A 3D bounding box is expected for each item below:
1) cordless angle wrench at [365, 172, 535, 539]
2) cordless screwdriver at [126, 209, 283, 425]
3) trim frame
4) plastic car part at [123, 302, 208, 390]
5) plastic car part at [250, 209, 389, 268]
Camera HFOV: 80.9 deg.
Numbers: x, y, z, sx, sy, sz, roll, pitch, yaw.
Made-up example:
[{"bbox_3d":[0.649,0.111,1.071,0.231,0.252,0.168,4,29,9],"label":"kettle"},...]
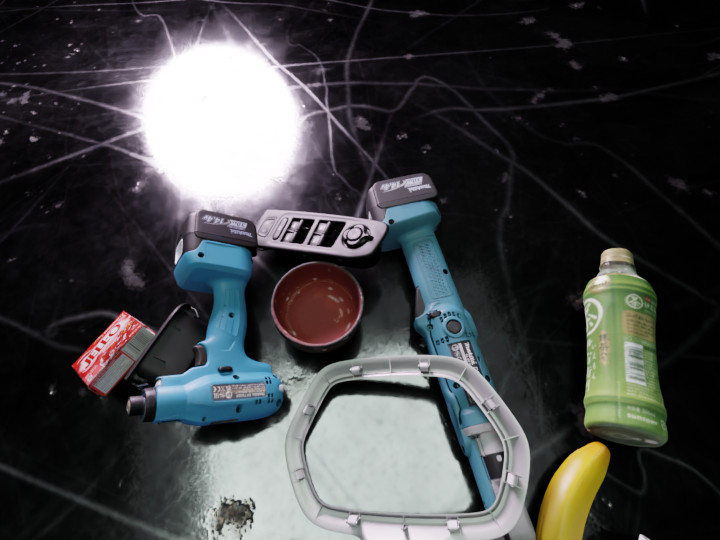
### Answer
[{"bbox_3d":[0.103,0.074,0.500,0.097,0.072,0.438,-13,62,-4],"label":"cordless angle wrench"},{"bbox_3d":[-0.185,0.049,0.495,0.152,0.075,0.257,6,56,-35],"label":"cordless screwdriver"},{"bbox_3d":[0.037,0.181,0.431,0.254,0.026,0.188,-6,69,14],"label":"trim frame"},{"bbox_3d":[-0.220,0.102,0.520,0.071,0.065,0.117,29,61,1],"label":"plastic car part"},{"bbox_3d":[-0.055,-0.036,0.564,0.213,0.064,0.066,6,50,35],"label":"plastic car part"}]
